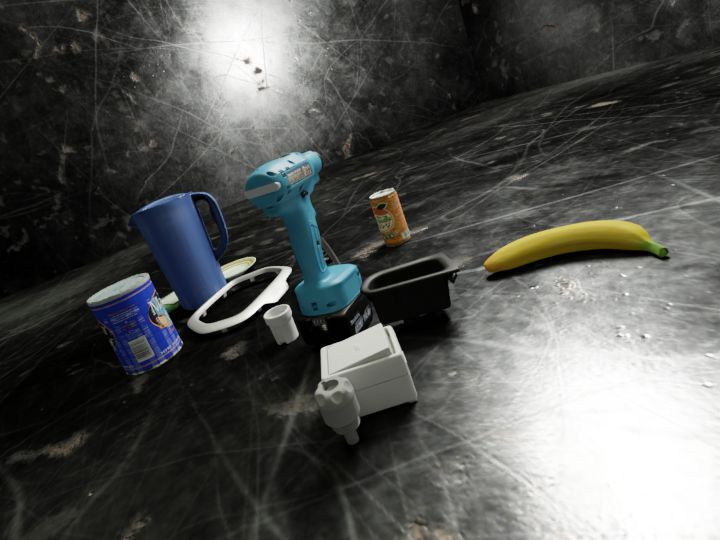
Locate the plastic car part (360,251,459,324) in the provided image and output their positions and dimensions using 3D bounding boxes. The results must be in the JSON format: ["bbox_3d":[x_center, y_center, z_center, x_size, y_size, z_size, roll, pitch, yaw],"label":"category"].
[{"bbox_3d":[0.064,0.031,0.529,0.117,0.069,0.067,-20,17,3],"label":"plastic car part"}]

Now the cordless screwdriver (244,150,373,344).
[{"bbox_3d":[-0.055,-0.036,0.567,0.077,0.243,0.158,-12,18,27],"label":"cordless screwdriver"}]

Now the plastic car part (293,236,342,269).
[{"bbox_3d":[-0.069,0.001,0.746,0.066,0.065,0.210,-23,19,-8],"label":"plastic car part"}]

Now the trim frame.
[{"bbox_3d":[-0.231,0.053,0.829,0.190,0.027,0.247,-12,22,25],"label":"trim frame"}]
